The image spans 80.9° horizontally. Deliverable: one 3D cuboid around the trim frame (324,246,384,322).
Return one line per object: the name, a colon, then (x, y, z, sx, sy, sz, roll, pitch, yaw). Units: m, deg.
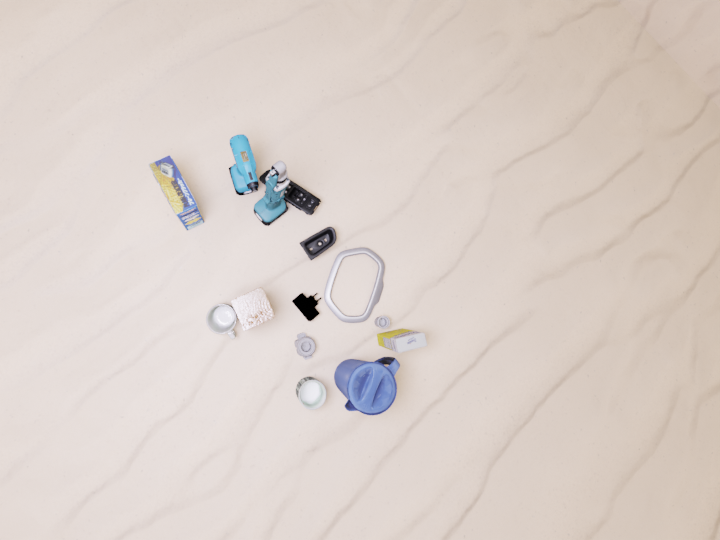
trim frame: (-0.015, 0.045, 1.346, 0.182, 0.028, 0.250, 19, 78, -6)

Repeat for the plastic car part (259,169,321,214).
plastic car part: (-0.226, -0.248, 1.340, 0.202, 0.067, 0.066, 35, 76, -3)

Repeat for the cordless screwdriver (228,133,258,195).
cordless screwdriver: (-0.333, -0.275, 1.232, 0.073, 0.251, 0.160, -17, 87, -16)

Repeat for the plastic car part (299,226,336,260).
plastic car part: (-0.130, -0.085, 1.326, 0.115, 0.071, 0.066, -34, 90, -14)

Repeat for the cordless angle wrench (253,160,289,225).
cordless angle wrench: (-0.234, -0.213, 1.149, 0.097, 0.428, 0.074, -41, 95, -15)
